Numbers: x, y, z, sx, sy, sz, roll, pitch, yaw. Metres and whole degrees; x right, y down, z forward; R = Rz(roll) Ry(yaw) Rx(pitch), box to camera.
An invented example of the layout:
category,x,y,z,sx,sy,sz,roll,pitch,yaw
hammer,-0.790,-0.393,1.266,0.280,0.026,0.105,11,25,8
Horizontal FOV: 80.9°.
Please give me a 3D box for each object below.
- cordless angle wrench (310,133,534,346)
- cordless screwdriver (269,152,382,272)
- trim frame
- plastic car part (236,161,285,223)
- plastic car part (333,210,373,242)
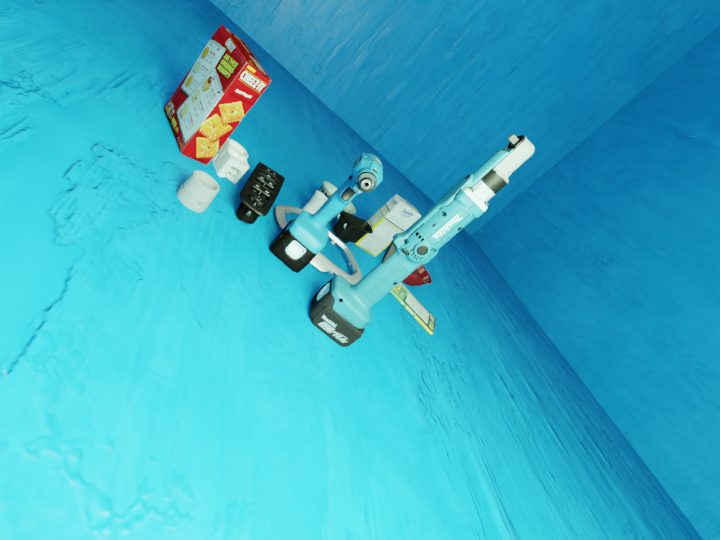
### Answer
category,x,y,z,sx,sy,sz,roll,pitch,yaw
cordless angle wrench,0.090,-0.043,0.663,0.095,0.426,0.076,41,21,-16
cordless screwdriver,-0.057,-0.099,0.745,0.073,0.251,0.161,42,20,-14
trim frame,-0.092,-0.060,0.936,0.243,0.028,0.187,40,20,-13
plastic car part,-0.203,-0.149,0.830,0.064,0.067,0.208,38,20,-21
plastic car part,-0.025,-0.102,1.093,0.110,0.071,0.069,20,32,-51
